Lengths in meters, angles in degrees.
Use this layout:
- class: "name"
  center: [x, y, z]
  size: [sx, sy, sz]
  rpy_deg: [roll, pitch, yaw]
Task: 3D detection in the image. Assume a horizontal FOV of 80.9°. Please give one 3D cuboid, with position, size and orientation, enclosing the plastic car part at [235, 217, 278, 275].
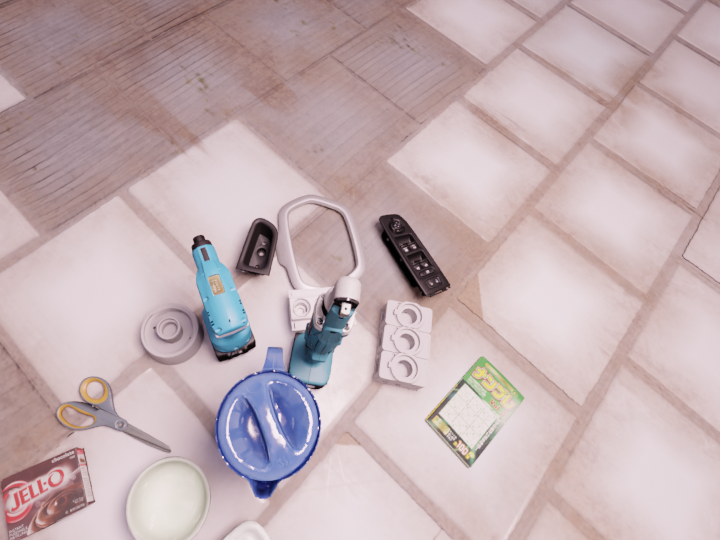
- class: "plastic car part"
  center: [-0.202, -0.039, 0.852]
  size: [0.066, 0.070, 0.118]
  rpy_deg: [13, 64, -5]

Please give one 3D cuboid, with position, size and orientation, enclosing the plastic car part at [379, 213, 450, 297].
- class: "plastic car part"
  center: [0.103, -0.032, 0.892]
  size: [0.065, 0.066, 0.210]
  rpy_deg: [-22, 70, -19]

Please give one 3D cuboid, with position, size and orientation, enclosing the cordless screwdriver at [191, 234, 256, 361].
- class: "cordless screwdriver"
  center: [-0.233, 0.055, 0.705]
  size: [0.073, 0.246, 0.164]
  rpy_deg: [-20, 72, -20]

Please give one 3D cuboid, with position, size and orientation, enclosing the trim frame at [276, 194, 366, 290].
- class: "trim frame"
  center: [-0.088, -0.058, 0.900]
  size: [0.181, 0.027, 0.256]
  rpy_deg: [-10, 66, -12]

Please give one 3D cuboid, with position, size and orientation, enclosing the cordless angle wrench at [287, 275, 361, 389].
- class: "cordless angle wrench"
  center: [-0.054, 0.095, 0.614]
  size: [0.074, 0.419, 0.100]
  rpy_deg: [12, 65, -8]
